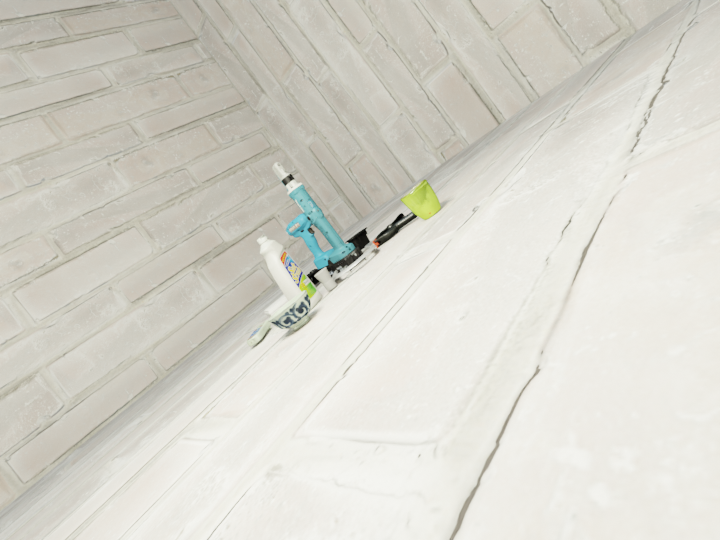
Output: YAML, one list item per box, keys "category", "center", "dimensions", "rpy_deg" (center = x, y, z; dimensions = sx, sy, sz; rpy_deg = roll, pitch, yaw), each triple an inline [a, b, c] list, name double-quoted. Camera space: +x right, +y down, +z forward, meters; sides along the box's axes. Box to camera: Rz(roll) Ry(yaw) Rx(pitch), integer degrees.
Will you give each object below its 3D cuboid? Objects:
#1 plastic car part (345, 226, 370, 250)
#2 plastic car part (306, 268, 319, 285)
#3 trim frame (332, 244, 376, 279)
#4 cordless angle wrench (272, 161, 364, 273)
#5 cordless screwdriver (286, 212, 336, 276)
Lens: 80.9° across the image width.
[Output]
- category: "plastic car part"
  center: [-0.004, -0.102, 1.554]
  dimensions: [0.067, 0.070, 0.115]
  rpy_deg: [-34, 7, 34]
- category: "plastic car part"
  center: [-0.192, 0.044, 1.551]
  dimensions: [0.067, 0.066, 0.201]
  rpy_deg: [-34, 8, 31]
- category: "trim frame"
  center: [-0.025, -0.022, 1.350]
  dimensions: [0.184, 0.027, 0.251]
  rpy_deg: [-37, 8, -2]
- category: "cordless angle wrench"
  center: [-0.151, -0.181, 1.380]
  dimensions: [0.073, 0.421, 0.100]
  rpy_deg: [-38, 3, -33]
- category: "cordless screwdriver"
  center: [-0.147, -0.096, 1.508]
  dimensions: [0.163, 0.248, 0.073]
  rpy_deg: [-34, 4, 44]
